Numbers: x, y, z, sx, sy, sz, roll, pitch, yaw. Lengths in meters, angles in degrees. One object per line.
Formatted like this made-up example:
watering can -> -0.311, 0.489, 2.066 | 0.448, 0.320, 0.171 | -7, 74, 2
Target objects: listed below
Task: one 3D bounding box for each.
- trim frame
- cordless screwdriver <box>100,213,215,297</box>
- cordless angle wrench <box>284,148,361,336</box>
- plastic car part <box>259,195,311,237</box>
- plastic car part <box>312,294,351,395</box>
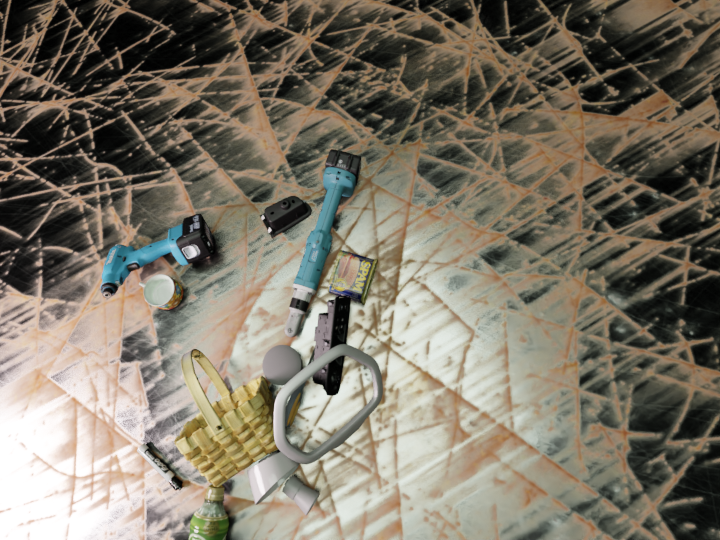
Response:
trim frame -> -0.058, 0.254, 0.810 | 0.244, 0.028, 0.180 | -36, 105, -24
cordless screwdriver -> -0.452, -0.029, 0.938 | 0.249, 0.071, 0.166 | -19, 39, 0
cordless angle wrench -> -0.091, -0.060, 0.935 | 0.075, 0.096, 0.425 | 16, 78, 4
plastic car part -> -0.176, -0.138, 0.976 | 0.116, 0.069, 0.068 | -30, 76, -2
plastic car part -> -0.064, 0.152, 0.860 | 0.069, 0.064, 0.204 | 1, 86, 21
